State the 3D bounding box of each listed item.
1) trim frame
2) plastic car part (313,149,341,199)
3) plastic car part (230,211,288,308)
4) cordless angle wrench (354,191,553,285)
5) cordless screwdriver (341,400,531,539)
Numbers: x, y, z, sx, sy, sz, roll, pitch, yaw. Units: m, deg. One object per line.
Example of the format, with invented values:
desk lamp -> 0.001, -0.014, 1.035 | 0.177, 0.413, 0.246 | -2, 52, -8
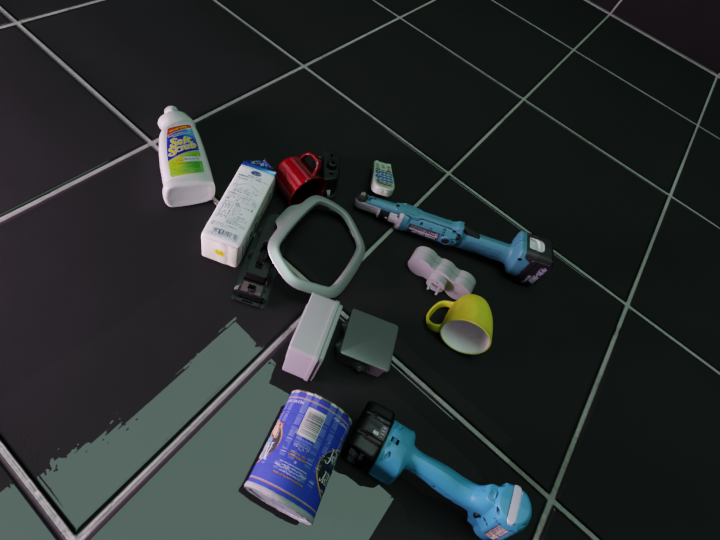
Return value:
trim frame -> -0.080, -0.052, 0.817 | 0.182, 0.028, 0.248 | 41, 46, -8
plastic car part -> -0.069, -0.220, 0.935 | 0.065, 0.070, 0.120 | 8, 54, -12
plastic car part -> -0.181, -0.034, 0.794 | 0.066, 0.066, 0.206 | 13, 53, -1
cordless angle wrench -> 0.188, -0.084, 0.910 | 0.426, 0.096, 0.075 | 19, 55, 3
cordless screwdriver -> 0.098, 0.303, 0.617 | 0.258, 0.154, 0.074 | 24, 50, 18
